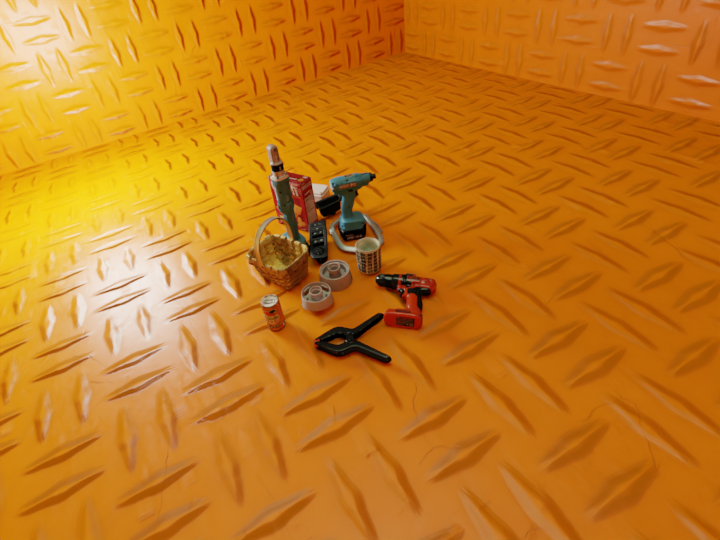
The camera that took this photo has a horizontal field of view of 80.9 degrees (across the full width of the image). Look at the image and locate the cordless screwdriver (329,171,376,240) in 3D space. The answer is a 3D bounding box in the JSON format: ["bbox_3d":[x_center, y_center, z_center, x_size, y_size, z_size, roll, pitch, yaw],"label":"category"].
[{"bbox_3d":[-0.016,-0.230,1.497,0.158,0.239,0.078,-13,38,-6],"label":"cordless screwdriver"}]

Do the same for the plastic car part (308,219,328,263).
[{"bbox_3d":[-0.147,-0.096,1.503,0.066,0.064,0.210,-9,39,0],"label":"plastic car part"}]

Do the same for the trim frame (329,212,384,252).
[{"bbox_3d":[-0.014,-0.141,1.557,0.182,0.026,0.261,-18,40,-10],"label":"trim frame"}]

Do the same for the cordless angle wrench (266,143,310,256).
[{"bbox_3d":[-0.249,-0.220,1.404,0.073,0.407,0.104,-30,44,-27],"label":"cordless angle wrench"}]

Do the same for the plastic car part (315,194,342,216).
[{"bbox_3d":[-0.120,-0.252,1.681,0.114,0.068,0.070,-23,41,-16],"label":"plastic car part"}]
